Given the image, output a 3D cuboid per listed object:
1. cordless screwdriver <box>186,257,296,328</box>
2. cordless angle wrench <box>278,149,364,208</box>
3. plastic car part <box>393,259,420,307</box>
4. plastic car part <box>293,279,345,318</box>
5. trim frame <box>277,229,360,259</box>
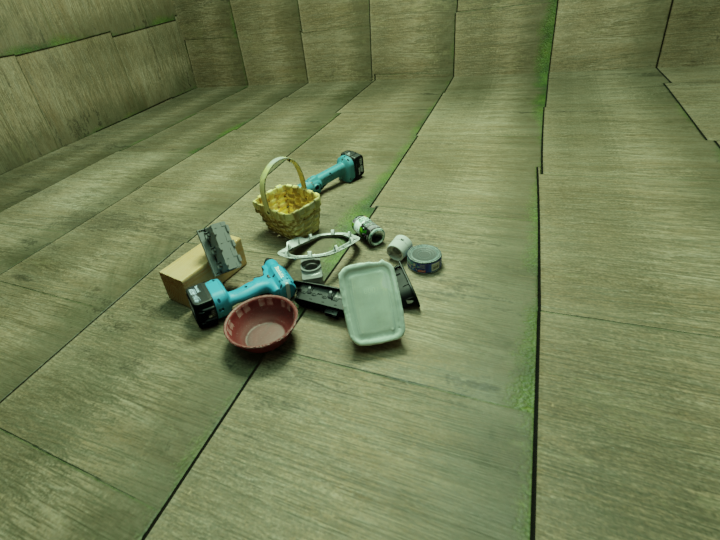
[{"bbox_3d":[-0.298,0.041,1.042,0.243,0.072,0.168,-19,36,-20],"label":"cordless screwdriver"},{"bbox_3d":[-0.164,-0.293,1.458,0.415,0.094,0.079,-35,46,-27],"label":"cordless angle wrench"},{"bbox_3d":[0.085,0.043,0.969,0.072,0.063,0.121,-21,38,7],"label":"plastic car part"},{"bbox_3d":[-0.069,0.071,0.963,0.212,0.063,0.067,15,66,27],"label":"plastic car part"},{"bbox_3d":[-0.112,-0.073,1.141,0.193,0.027,0.242,5,24,33],"label":"trim frame"}]
